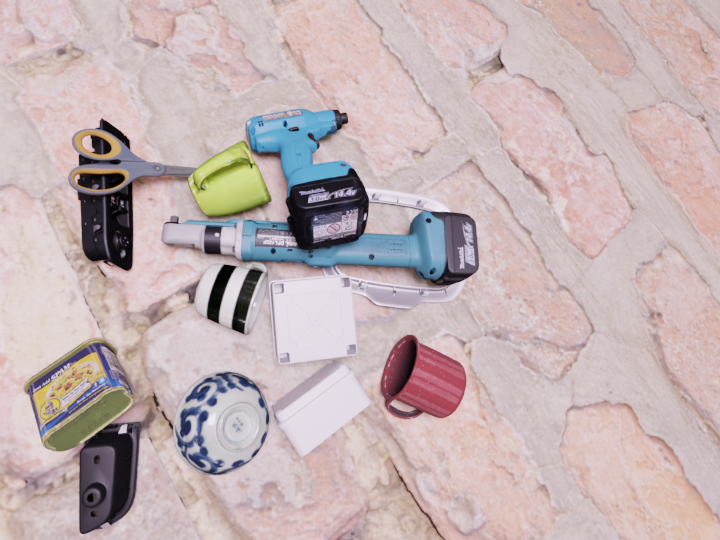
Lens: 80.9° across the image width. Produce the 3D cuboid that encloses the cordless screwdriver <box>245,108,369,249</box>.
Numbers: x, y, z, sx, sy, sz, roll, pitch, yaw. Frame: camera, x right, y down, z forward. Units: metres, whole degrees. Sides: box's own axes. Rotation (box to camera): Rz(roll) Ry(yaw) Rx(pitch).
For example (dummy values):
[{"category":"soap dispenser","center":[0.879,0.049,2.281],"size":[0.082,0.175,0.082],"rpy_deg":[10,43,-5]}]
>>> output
[{"category":"cordless screwdriver","center":[-0.055,-0.148,0.585],"size":[0.156,0.072,0.261],"rpy_deg":[-16,51,-15]}]

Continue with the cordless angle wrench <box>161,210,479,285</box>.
[{"category":"cordless angle wrench","center":[-0.057,-0.037,0.583],"size":[0.419,0.074,0.099],"rpy_deg":[3,75,-5]}]

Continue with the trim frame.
[{"category":"trim frame","center":[0.055,-0.036,0.645],"size":[0.244,0.028,0.186],"rpy_deg":[8,76,-9]}]

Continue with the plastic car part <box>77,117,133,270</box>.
[{"category":"plastic car part","center":[-0.348,-0.098,0.572],"size":[0.067,0.066,0.206],"rpy_deg":[-12,79,-5]}]

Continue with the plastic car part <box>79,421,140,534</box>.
[{"category":"plastic car part","center":[-0.300,0.244,0.491],"size":[0.065,0.071,0.119],"rpy_deg":[-2,75,-12]}]
